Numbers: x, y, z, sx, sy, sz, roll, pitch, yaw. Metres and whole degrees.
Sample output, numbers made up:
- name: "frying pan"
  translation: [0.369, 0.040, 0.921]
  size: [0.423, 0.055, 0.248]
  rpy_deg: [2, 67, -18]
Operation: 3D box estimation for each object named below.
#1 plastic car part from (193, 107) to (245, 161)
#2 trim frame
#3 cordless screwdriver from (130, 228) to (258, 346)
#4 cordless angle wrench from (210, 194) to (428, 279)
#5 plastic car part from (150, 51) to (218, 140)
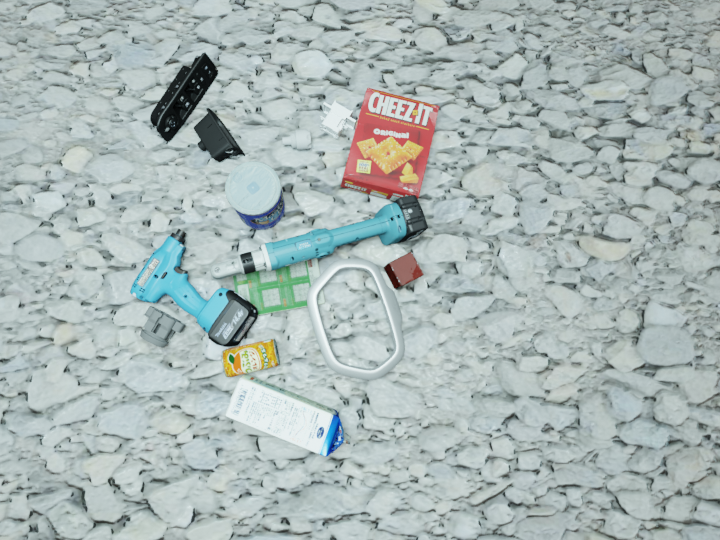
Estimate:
- name: "plastic car part"
  translation: [-0.314, -0.281, 0.909]
  size: [0.071, 0.064, 0.119]
  rpy_deg: [-39, 81, 6]
- name: "trim frame"
  translation: [-0.006, 0.096, 0.854]
  size: [0.182, 0.027, 0.252]
  rpy_deg: [-18, 82, -7]
- name: "cordless screwdriver"
  translation: [-0.316, 0.033, 0.835]
  size: [0.255, 0.072, 0.159]
  rpy_deg: [28, 80, 11]
- name: "cordless angle wrench"
  translation: [-0.080, -0.053, 0.822]
  size: [0.416, 0.098, 0.075]
  rpy_deg: [-16, 81, -12]
- name: "plastic car part"
  translation: [-0.393, -0.380, 0.920]
  size: [0.068, 0.065, 0.203]
  rpy_deg: [23, 80, 10]
